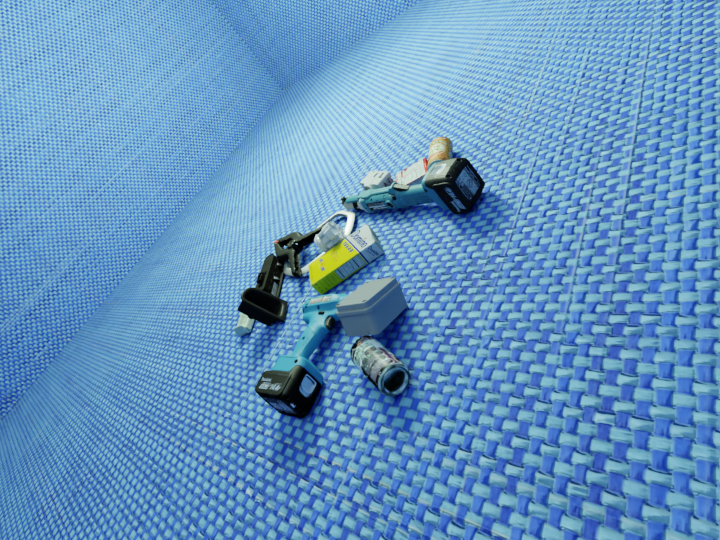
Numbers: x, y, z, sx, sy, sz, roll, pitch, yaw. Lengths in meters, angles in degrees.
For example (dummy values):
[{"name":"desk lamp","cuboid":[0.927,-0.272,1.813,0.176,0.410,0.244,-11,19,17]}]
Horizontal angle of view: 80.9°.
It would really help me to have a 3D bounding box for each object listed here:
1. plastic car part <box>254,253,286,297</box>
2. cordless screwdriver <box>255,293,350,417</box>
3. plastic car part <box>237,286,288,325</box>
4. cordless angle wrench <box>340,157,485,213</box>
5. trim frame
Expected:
[{"name":"plastic car part","cuboid":[-0.249,0.025,1.145,0.067,0.064,0.207,-35,28,29]},{"name":"cordless screwdriver","cuboid":[-0.082,0.143,0.792,0.165,0.071,0.250,-15,37,39]},{"name":"plastic car part","cuboid":[-0.243,0.093,1.015,0.071,0.113,0.068,-54,18,35]},{"name":"cordless angle wrench","cuboid":[0.082,-0.172,0.981,0.074,0.094,0.442,-54,28,-19]},{"name":"trim frame","cuboid":[-0.111,-0.072,1.132,0.249,0.026,0.192,-41,31,7]}]
